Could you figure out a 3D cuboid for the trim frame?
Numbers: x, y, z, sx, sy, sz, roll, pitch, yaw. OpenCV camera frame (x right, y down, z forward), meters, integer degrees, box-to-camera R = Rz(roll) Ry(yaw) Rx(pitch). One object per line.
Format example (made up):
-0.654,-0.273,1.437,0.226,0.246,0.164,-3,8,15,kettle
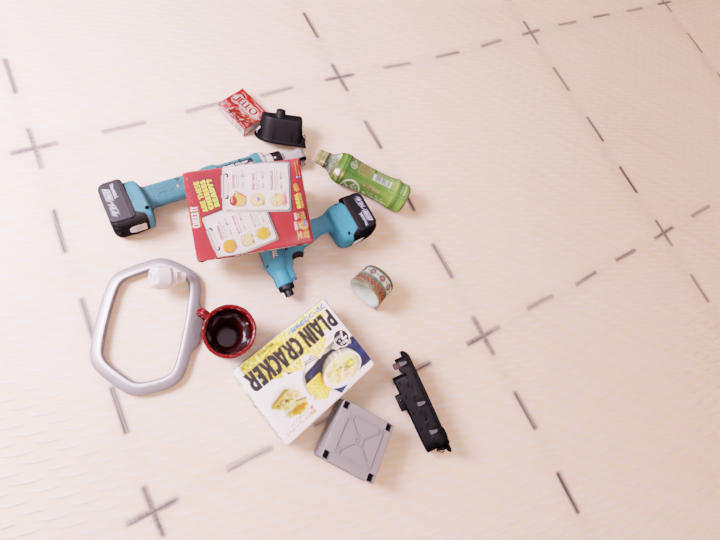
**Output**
-0.380,0.096,0.767,0.180,0.027,0.253,6,67,-12,trim frame

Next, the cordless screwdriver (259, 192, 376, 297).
-0.086,-0.056,0.876,0.244,0.074,0.162,-22,79,-17,cordless screwdriver

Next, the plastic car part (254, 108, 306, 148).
-0.173,-0.321,0.938,0.114,0.070,0.068,8,36,-15,plastic car part

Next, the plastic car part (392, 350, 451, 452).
0.111,0.261,0.818,0.066,0.066,0.207,-26,79,-13,plastic car part

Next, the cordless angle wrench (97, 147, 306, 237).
-0.300,-0.185,0.868,0.413,0.075,0.100,-25,81,-24,cordless angle wrench
